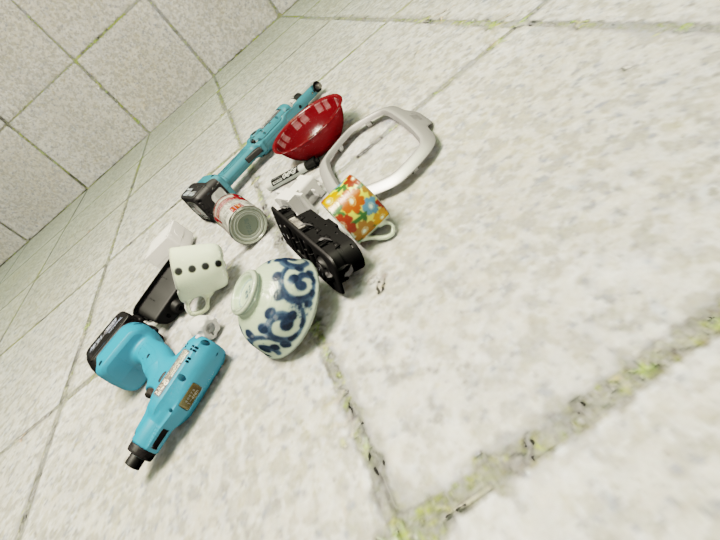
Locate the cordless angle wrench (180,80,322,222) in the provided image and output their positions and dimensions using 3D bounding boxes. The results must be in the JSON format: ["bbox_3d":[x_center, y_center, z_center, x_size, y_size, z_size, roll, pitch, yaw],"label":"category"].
[{"bbox_3d":[-0.223,-0.286,0.948,0.103,0.071,0.422,13,60,49],"label":"cordless angle wrench"}]

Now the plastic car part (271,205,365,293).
[{"bbox_3d":[-0.053,-0.035,0.544,0.066,0.064,0.213,-21,31,-15],"label":"plastic car part"}]

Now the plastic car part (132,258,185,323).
[{"bbox_3d":[-0.317,0.045,0.711,0.075,0.062,0.117,15,66,35],"label":"plastic car part"}]

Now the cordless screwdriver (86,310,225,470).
[{"bbox_3d":[-0.299,0.147,0.575,0.262,0.070,0.159,6,57,42],"label":"cordless screwdriver"}]

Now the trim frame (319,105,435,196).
[{"bbox_3d":[0.020,-0.183,0.648,0.185,0.026,0.260,-37,35,9],"label":"trim frame"}]
